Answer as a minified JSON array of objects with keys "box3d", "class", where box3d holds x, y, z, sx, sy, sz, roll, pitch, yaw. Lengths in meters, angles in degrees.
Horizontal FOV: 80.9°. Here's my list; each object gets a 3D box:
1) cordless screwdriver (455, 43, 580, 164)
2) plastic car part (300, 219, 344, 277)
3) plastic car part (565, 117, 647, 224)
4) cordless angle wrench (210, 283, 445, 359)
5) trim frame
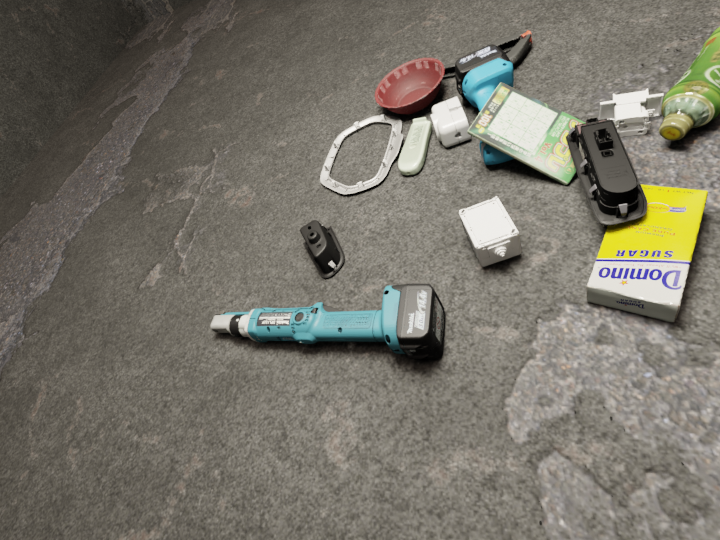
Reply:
[{"box3d":[0.276,-0.314,0.780,0.162,0.070,0.257,-17,59,13],"class":"cordless screwdriver"},{"box3d":[-0.077,-0.050,0.787,0.066,0.067,0.122,-33,44,4],"class":"plastic car part"},{"box3d":[0.342,-0.151,0.584,0.068,0.064,0.207,-4,54,16],"class":"plastic car part"},{"box3d":[-0.085,0.086,0.688,0.439,0.070,0.099,-5,53,29],"class":"cordless angle wrench"},{"box3d":[0.004,-0.264,0.936,0.192,0.026,0.251,1,54,28],"class":"trim frame"}]
